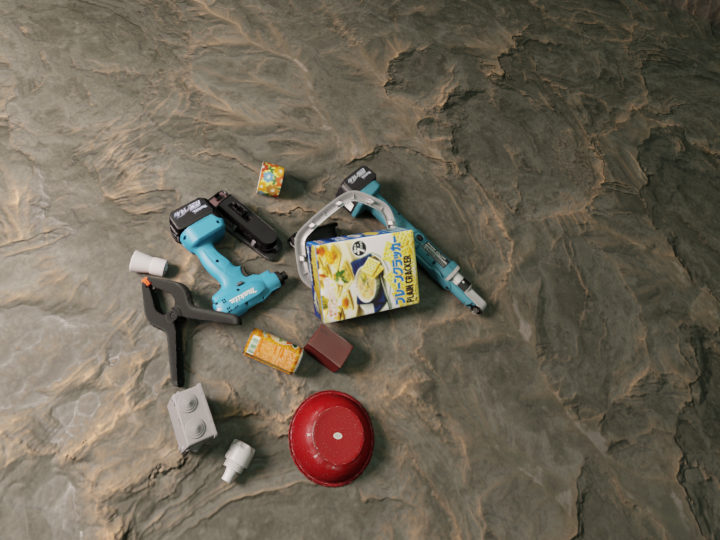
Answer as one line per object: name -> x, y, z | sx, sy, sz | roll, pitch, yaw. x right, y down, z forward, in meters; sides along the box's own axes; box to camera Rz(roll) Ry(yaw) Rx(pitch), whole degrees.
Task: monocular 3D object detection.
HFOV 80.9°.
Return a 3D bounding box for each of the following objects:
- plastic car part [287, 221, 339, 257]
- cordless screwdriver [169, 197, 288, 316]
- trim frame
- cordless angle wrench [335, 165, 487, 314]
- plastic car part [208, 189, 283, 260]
plastic car part -> -0.090, -0.059, 0.925 | 0.113, 0.067, 0.072 | -15, 84, -23
cordless screwdriver -> -0.271, -0.035, 0.862 | 0.156, 0.074, 0.254 | -30, 77, -25
trim frame -> -0.027, -0.057, 0.898 | 0.247, 0.028, 0.179 | -40, 104, -12
cordless angle wrench -> 0.122, -0.063, 0.966 | 0.431, 0.074, 0.096 | 45, 62, 9
plastic car part -> -0.247, -0.106, 0.912 | 0.206, 0.067, 0.065 | 41, 54, 6
